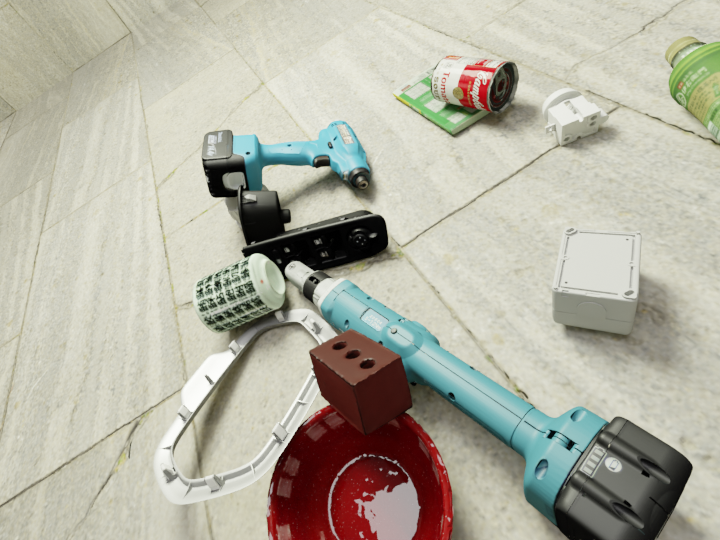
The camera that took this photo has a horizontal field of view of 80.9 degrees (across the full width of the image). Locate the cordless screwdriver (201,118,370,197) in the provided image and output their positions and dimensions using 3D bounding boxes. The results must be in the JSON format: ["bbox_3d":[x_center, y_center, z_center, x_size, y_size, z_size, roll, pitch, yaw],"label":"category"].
[{"bbox_3d":[-0.113,-0.163,0.652,0.246,0.072,0.166,-11,47,-9],"label":"cordless screwdriver"}]

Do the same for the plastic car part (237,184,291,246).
[{"bbox_3d":[-0.137,-0.072,0.622,0.070,0.113,0.068,-3,50,-5],"label":"plastic car part"}]

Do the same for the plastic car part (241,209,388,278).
[{"bbox_3d":[-0.057,-0.037,0.582,0.209,0.064,0.067,-11,25,22],"label":"plastic car part"}]

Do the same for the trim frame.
[{"bbox_3d":[-0.125,0.129,0.466,0.193,0.026,0.248,-3,41,37],"label":"trim frame"}]

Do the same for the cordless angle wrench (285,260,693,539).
[{"bbox_3d":[0.046,0.079,0.416,0.074,0.093,0.448,-45,45,-15],"label":"cordless angle wrench"}]
